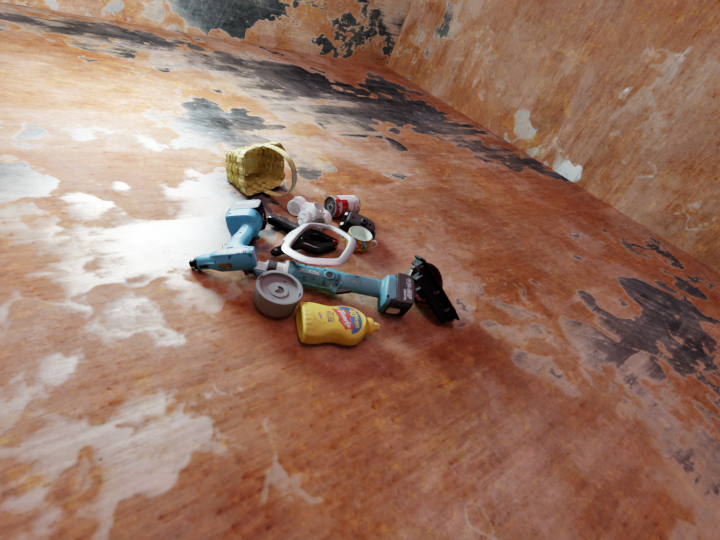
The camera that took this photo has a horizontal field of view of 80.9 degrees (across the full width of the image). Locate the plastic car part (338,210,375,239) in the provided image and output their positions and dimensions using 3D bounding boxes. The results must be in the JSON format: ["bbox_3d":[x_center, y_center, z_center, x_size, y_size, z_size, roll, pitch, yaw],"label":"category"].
[{"bbox_3d":[-0.001,-0.143,1.296,0.117,0.070,0.066,24,74,3],"label":"plastic car part"}]

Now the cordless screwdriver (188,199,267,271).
[{"bbox_3d":[-0.323,-0.085,1.062,0.161,0.071,0.256,-6,37,4],"label":"cordless screwdriver"}]

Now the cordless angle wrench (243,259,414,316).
[{"bbox_3d":[-0.081,0.026,1.048,0.418,0.073,0.100,11,57,-6],"label":"cordless angle wrench"}]

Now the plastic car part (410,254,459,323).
[{"bbox_3d":[0.186,0.059,1.084,0.199,0.067,0.068,53,-9,-10],"label":"plastic car part"}]

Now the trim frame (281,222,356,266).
[{"bbox_3d":[-0.109,-0.071,1.110,0.187,0.027,0.249,16,30,7],"label":"trim frame"}]
